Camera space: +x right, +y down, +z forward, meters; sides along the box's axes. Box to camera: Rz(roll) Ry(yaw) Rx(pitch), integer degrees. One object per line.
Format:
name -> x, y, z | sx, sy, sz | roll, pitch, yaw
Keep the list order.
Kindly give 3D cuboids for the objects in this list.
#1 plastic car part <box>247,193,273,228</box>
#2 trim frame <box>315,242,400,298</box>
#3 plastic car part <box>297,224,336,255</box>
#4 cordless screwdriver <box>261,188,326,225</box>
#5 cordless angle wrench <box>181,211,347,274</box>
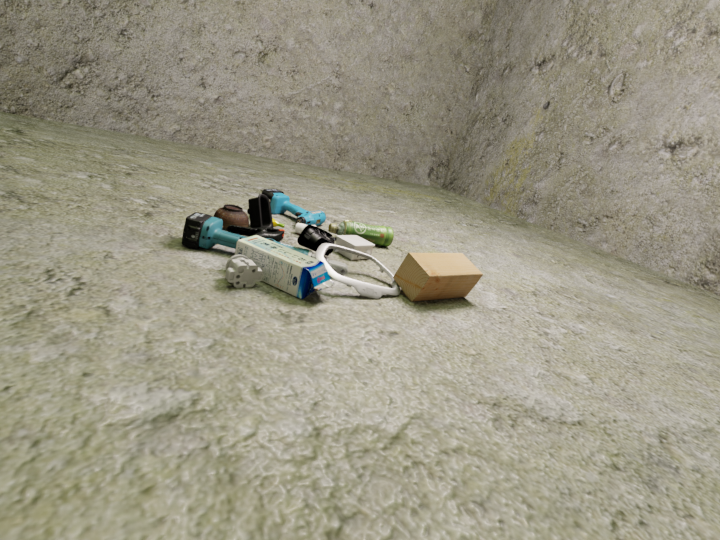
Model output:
plastic car part -> -0.325, -0.182, 1.339 | 0.074, 0.115, 0.064 | -5, 7, 27
trim frame -> -0.006, 0.000, 1.059 | 0.237, 0.027, 0.193 | 16, 28, -31
plastic car part -> -0.112, -0.073, 1.142 | 0.069, 0.066, 0.195 | 47, 7, 18
cordless screwdriver -> -0.262, -0.221, 1.535 | 0.259, 0.073, 0.154 | 25, 22, 22
cordless angle wrench -> -0.237, -0.055, 1.081 | 0.423, 0.073, 0.099 | 15, 17, 0
